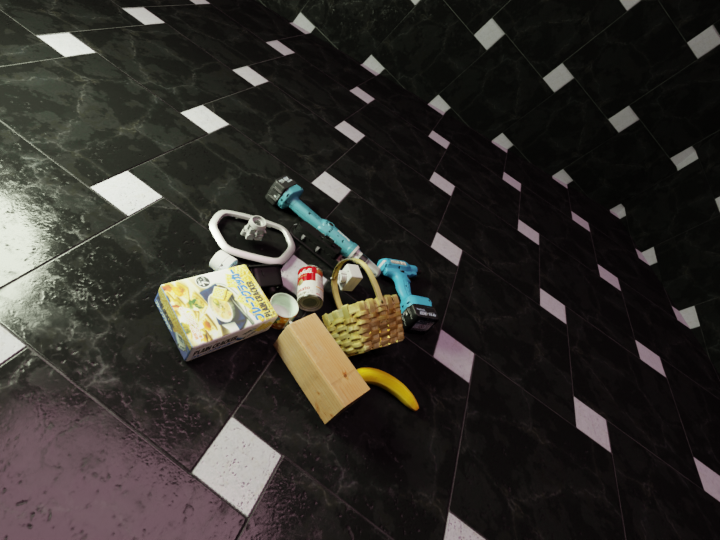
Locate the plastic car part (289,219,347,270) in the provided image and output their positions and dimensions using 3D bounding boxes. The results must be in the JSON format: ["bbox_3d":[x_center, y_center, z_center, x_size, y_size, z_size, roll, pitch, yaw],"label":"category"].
[{"bbox_3d":[-0.121,-0.079,1.242,0.206,0.067,0.066,35,40,6],"label":"plastic car part"}]

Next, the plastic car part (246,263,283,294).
[{"bbox_3d":[-0.236,0.025,1.058,0.111,0.067,0.073,-2,67,-41],"label":"plastic car part"}]

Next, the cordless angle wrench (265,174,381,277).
[{"bbox_3d":[-0.104,-0.124,1.293,0.427,0.075,0.096,41,30,4],"label":"cordless angle wrench"}]

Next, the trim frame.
[{"bbox_3d":[-0.294,-0.093,1.163,0.239,0.027,0.191,12,44,-22],"label":"trim frame"}]

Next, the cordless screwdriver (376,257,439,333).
[{"bbox_3d":[0.157,0.068,1.272,0.152,0.074,0.260,8,41,-30],"label":"cordless screwdriver"}]
